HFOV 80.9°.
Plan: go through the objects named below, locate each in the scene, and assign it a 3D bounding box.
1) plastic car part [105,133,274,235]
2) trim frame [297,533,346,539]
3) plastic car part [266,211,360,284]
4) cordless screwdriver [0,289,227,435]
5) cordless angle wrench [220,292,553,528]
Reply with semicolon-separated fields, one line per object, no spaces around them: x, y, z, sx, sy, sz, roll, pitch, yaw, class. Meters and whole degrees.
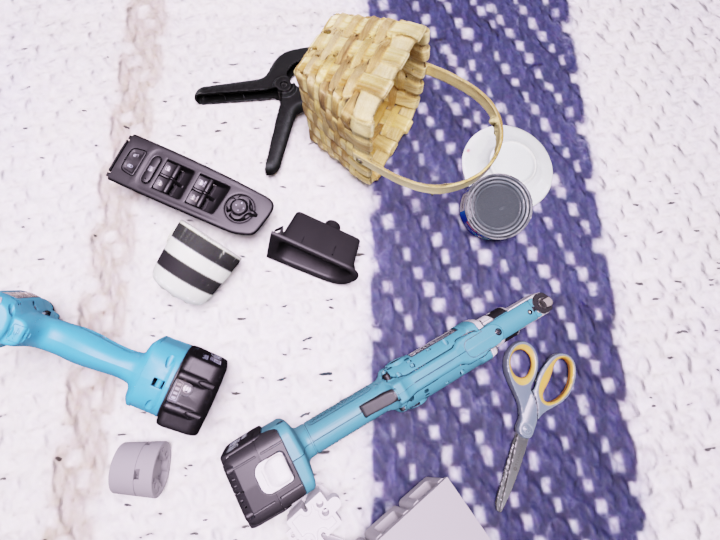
-0.208;-0.095;0.533;0.205;0.066;0.067;23;69;6;plastic car part
-0.011;0.397;0.444;0.249;0.027;0.185;23;77;1;trim frame
-0.052;-0.034;0.537;0.116;0.065;0.072;20;62;-3;plastic car part
-0.275;0.088;0.465;0.242;0.163;0.074;26;79;-15;cordless screwdriver
0.051;0.130;0.488;0.417;0.098;0.075;-27;82;-14;cordless angle wrench
